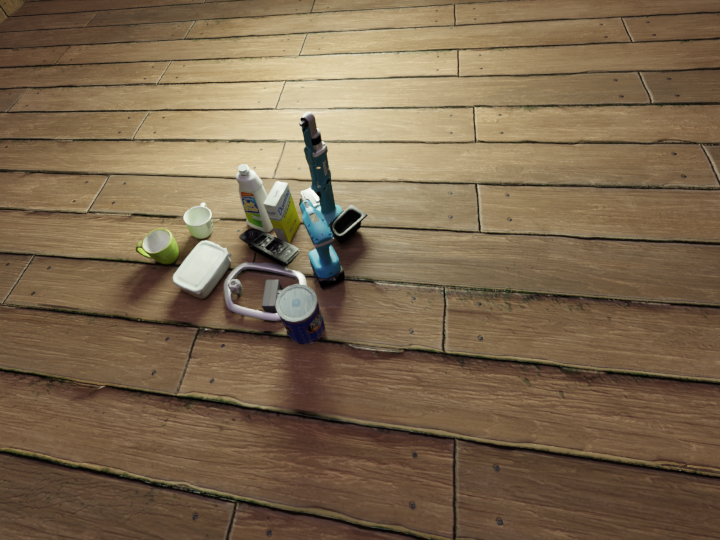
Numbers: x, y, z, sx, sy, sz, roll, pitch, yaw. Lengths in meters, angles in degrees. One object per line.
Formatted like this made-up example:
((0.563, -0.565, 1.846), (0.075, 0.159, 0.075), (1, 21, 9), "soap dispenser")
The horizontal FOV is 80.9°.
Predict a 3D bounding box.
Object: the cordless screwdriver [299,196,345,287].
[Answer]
((-0.110, -0.072, 1.128), (0.074, 0.239, 0.167), (-22, 57, -9), "cordless screwdriver")

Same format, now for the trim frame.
((-0.272, 0.053, 1.200), (0.255, 0.026, 0.187), (8, 58, 14), "trim frame")

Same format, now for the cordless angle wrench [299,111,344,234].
((-0.108, -0.251, 1.147), (0.078, 0.407, 0.097), (36, 66, 24), "cordless angle wrench")

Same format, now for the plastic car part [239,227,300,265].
((-0.271, -0.068, 1.259), (0.212, 0.064, 0.066), (27, 64, 25), "plastic car part")

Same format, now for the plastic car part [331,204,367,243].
((-0.039, -0.127, 1.258), (0.069, 0.068, 0.115), (33, 66, 25), "plastic car part")
